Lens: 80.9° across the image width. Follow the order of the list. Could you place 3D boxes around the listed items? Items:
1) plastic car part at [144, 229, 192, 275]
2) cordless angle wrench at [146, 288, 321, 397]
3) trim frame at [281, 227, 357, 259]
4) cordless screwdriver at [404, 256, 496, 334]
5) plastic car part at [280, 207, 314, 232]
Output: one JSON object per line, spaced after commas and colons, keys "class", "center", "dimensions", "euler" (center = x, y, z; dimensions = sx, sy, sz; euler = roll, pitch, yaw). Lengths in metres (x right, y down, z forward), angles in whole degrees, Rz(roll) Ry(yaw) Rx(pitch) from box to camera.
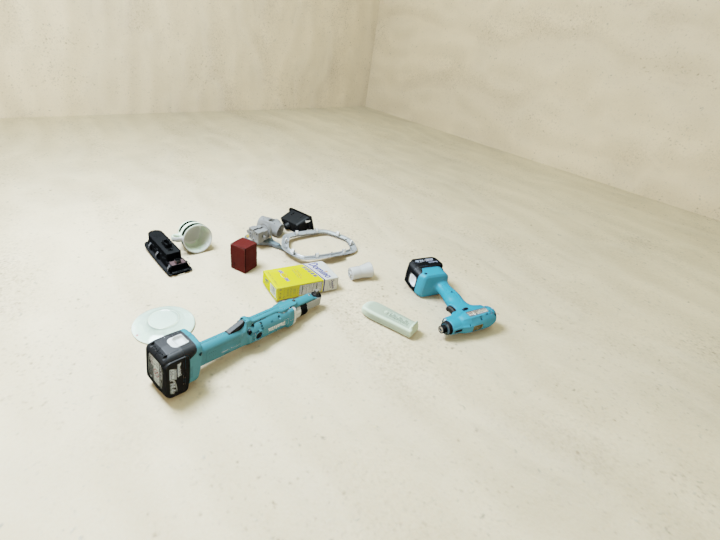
{"class": "plastic car part", "center": [-0.539, -0.057, 1.161], "dimensions": [0.064, 0.065, 0.215], "euler": [-26, 40, -34]}
{"class": "cordless angle wrench", "center": [-0.231, 0.123, 0.890], "dimensions": [0.078, 0.096, 0.408], "euler": [28, 32, 31]}
{"class": "trim frame", "center": [-0.127, -0.083, 1.295], "dimensions": [0.238, 0.027, 0.195], "euler": [-9, 35, -34]}
{"class": "cordless screwdriver", "center": [0.200, 0.066, 1.071], "dimensions": [0.154, 0.073, 0.263], "euler": [-11, 38, -27]}
{"class": "plastic car part", "center": [-0.217, -0.157, 1.394], "dimensions": [0.123, 0.063, 0.070], "euler": [26, 48, 35]}
